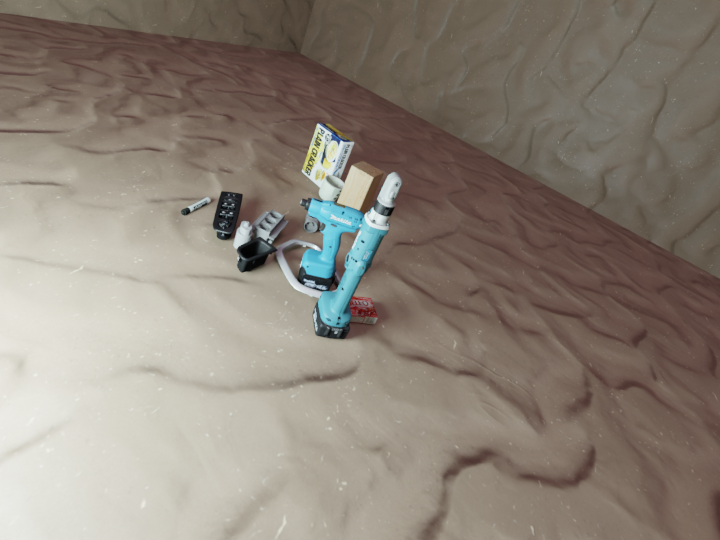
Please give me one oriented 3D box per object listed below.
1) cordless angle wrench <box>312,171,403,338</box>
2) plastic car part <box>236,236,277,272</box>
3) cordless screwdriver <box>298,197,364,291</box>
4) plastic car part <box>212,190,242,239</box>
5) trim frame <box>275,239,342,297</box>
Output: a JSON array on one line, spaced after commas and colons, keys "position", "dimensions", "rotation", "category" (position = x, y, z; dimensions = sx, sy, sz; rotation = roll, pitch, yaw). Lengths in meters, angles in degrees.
[{"position": [-0.004, -0.022, 0.922], "dimensions": [0.072, 0.419, 0.102], "rotation": [12, 35, -21], "category": "cordless angle wrench"}, {"position": [-0.283, -0.032, 1.099], "dimensions": [0.068, 0.070, 0.114], "rotation": [34, 34, 15], "category": "plastic car part"}, {"position": [-0.107, -0.070, 1.092], "dimensions": [0.157, 0.246, 0.076], "rotation": [19, 33, -8], "category": "cordless screwdriver"}, {"position": [-0.388, -0.155, 1.222], "dimensions": [0.064, 0.066, 0.210], "rotation": [12, 34, -17], "category": "plastic car part"}, {"position": [-0.139, -0.006, 1.184], "dimensions": [0.176, 0.027, 0.262], "rotation": [-3, 40, -33], "category": "trim frame"}]
